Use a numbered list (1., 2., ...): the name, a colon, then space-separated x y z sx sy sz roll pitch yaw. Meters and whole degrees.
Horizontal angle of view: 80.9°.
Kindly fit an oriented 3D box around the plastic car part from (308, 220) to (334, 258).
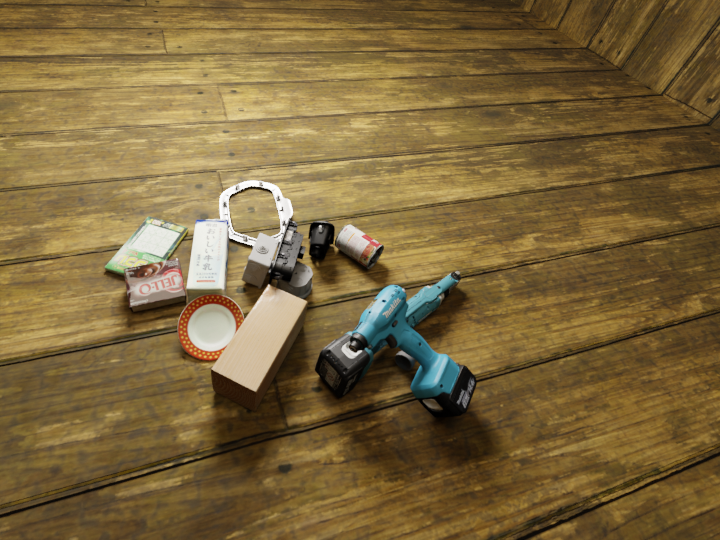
1. plastic car part: -0.098 -0.064 0.998 0.066 0.115 0.072 14 72 -1

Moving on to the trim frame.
1. trim frame: -0.271 -0.156 1.100 0.180 0.027 0.260 -6 48 -15

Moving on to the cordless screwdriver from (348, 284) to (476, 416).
1. cordless screwdriver: 0.090 0.164 0.766 0.247 0.076 0.157 50 51 -5

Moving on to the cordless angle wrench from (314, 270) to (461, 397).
1. cordless angle wrench: 0.086 0.105 0.890 0.412 0.096 0.078 -31 62 -36

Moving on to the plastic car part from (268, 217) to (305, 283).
1. plastic car part: -0.158 -0.035 0.922 0.066 0.066 0.206 22 32 -7
